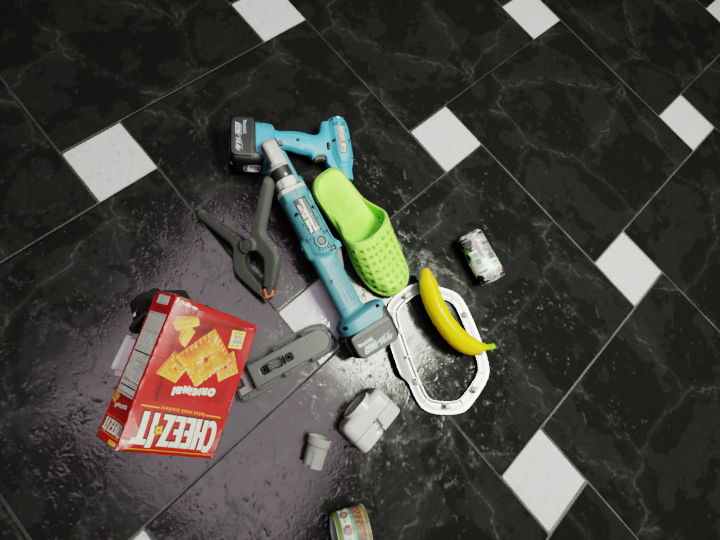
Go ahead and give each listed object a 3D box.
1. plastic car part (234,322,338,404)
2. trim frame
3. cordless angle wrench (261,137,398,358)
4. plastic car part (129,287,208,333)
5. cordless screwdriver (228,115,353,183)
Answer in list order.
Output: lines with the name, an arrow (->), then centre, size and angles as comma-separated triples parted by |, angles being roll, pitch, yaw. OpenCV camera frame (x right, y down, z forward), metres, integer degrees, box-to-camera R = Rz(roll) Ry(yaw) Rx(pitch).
plastic car part -> -0.131, 0.150, 0.727 | 0.199, 0.066, 0.068 | -26, 75, -20
trim frame -> 0.145, 0.142, 0.799 | 0.181, 0.027, 0.253 | -15, 78, -14
cordless angle wrench -> -0.074, -0.049, 0.761 | 0.096, 0.075, 0.425 | -27, 87, -19
plastic car part -> -0.325, 0.060, 0.698 | 0.110, 0.066, 0.075 | 8, 36, -47
cordless screwdriver -> -0.134, -0.226, 0.837 | 0.243, 0.075, 0.162 | -5, 76, -17
